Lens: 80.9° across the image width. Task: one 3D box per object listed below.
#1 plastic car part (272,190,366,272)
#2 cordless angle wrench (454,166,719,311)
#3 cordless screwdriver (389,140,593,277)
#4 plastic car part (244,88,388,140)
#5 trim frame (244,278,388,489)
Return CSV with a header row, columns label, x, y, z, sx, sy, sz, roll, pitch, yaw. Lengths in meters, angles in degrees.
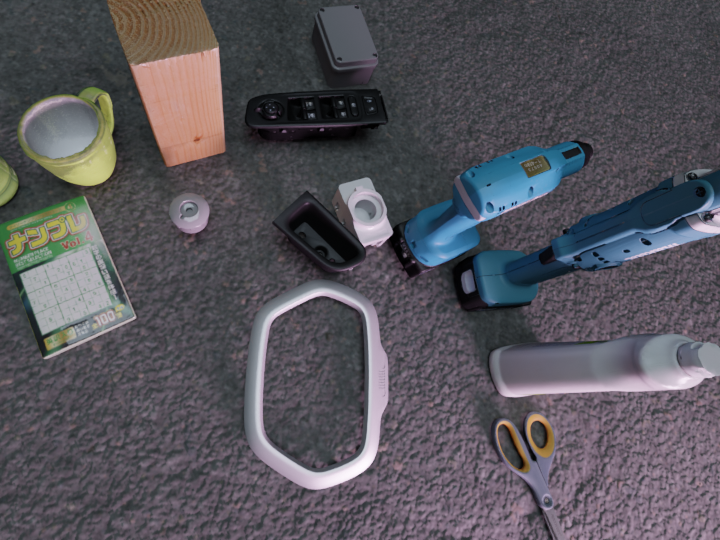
label,x,y,z,sx,sy,sz,roll,pitch,yaw
plastic car part,-0.055,-0.036,0.559,0.117,0.071,0.065,43,69,3
cordless angle wrench,0.238,-0.028,0.425,0.096,0.424,0.076,-2,76,-16
cordless screwdriver,0.141,-0.072,0.514,0.156,0.250,0.075,-23,83,-19
plastic car part,-0.068,-0.225,0.620,0.199,0.067,0.067,-4,75,-13
trim frame,-0.050,0.133,0.528,0.181,0.027,0.253,3,72,-10
